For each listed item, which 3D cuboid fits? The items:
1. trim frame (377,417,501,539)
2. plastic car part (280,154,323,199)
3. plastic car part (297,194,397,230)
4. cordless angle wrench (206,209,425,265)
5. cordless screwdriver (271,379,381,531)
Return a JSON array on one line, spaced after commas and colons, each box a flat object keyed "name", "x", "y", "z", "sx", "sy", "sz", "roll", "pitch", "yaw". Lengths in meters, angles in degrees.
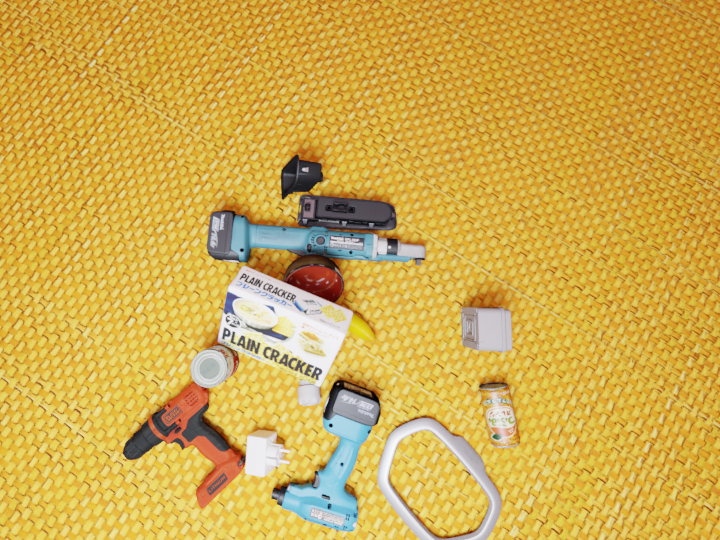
[{"name": "trim frame", "x": 0.145, "y": 0.396, "z": 0.785, "sx": 0.184, "sy": 0.027, "sz": 0.252, "roll": -42, "pitch": 82, "yaw": -4}, {"name": "plastic car part", "x": -0.112, "y": -0.185, "z": 0.837, "sx": 0.068, "sy": 0.120, "sz": 0.066, "roll": 0, "pitch": 84, "yaw": -27}, {"name": "plastic car part", "x": -0.024, "y": -0.120, "z": 0.848, "sx": 0.202, "sy": 0.066, "sz": 0.067, "roll": 5, "pitch": 76, "yaw": -2}, {"name": "cordless angle wrench", "x": -0.082, "y": -0.053, "z": 0.834, "sx": 0.422, "sy": 0.074, "sz": 0.099, "roll": 4, "pitch": 83, "yaw": -1}, {"name": "cordless screwdriver", "x": -0.059, "y": 0.331, "z": 0.774, "sx": 0.160, "sy": 0.074, "sz": 0.249, "roll": 15, "pitch": 86, "yaw": 2}]
